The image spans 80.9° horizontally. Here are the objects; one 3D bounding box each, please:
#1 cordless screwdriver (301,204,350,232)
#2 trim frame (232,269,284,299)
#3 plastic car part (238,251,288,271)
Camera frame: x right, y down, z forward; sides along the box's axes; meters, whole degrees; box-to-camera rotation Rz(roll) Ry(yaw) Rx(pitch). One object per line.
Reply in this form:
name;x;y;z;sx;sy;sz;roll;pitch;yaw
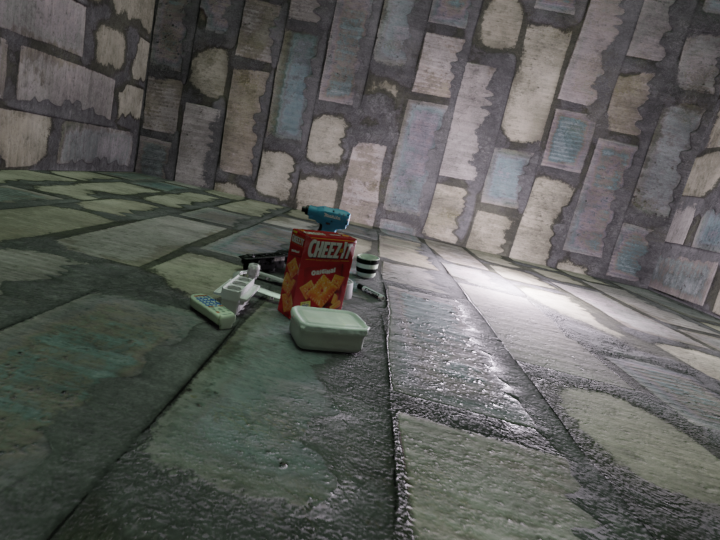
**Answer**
cordless screwdriver;-0.135;-0.089;1.385;0.161;0.247;0.074;14;11;4
trim frame;-0.249;0.045;1.199;0.256;0.027;0.180;16;13;15
plastic car part;-0.308;-0.030;1.376;0.193;0.066;0.070;-1;18;-46
